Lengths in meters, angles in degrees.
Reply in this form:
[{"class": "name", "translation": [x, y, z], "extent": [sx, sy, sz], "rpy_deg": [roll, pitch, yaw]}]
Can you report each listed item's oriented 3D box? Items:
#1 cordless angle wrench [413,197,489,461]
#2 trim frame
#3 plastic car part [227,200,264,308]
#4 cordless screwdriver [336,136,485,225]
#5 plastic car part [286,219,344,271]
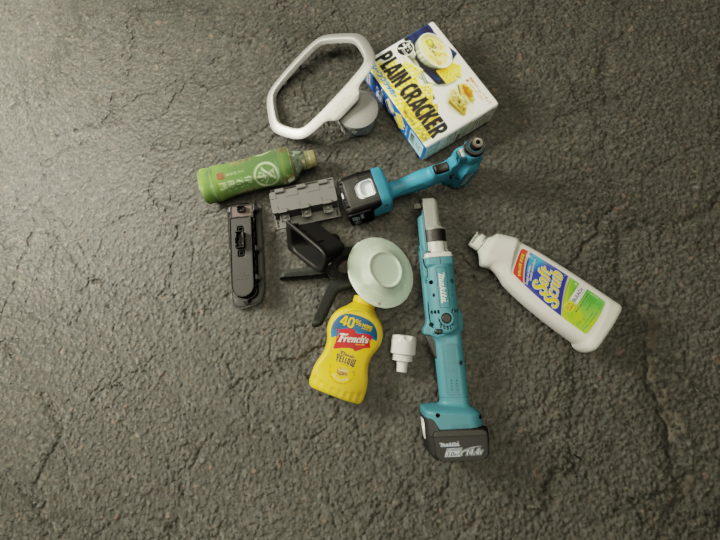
[{"class": "cordless angle wrench", "translation": [0.137, 0.082, 0.710], "extent": [0.098, 0.073, 0.428], "rpy_deg": [-4, 80, 1]}, {"class": "trim frame", "translation": [-0.083, -0.361, 0.822], "extent": [0.249, 0.026, 0.193], "rpy_deg": [-45, 61, 3]}, {"class": "plastic car part", "translation": [-0.212, -0.033, 0.776], "extent": [0.066, 0.067, 0.205], "rpy_deg": [-4, 80, -7]}, {"class": "cordless screwdriver", "translation": [0.087, -0.159, 0.732], "extent": [0.249, 0.157, 0.075], "rpy_deg": [-17, 82, 1]}, {"class": "plastic car part", "translation": [-0.074, -0.048, 0.755], "extent": [0.069, 0.064, 0.123], "rpy_deg": [-29, 46, -32]}]
